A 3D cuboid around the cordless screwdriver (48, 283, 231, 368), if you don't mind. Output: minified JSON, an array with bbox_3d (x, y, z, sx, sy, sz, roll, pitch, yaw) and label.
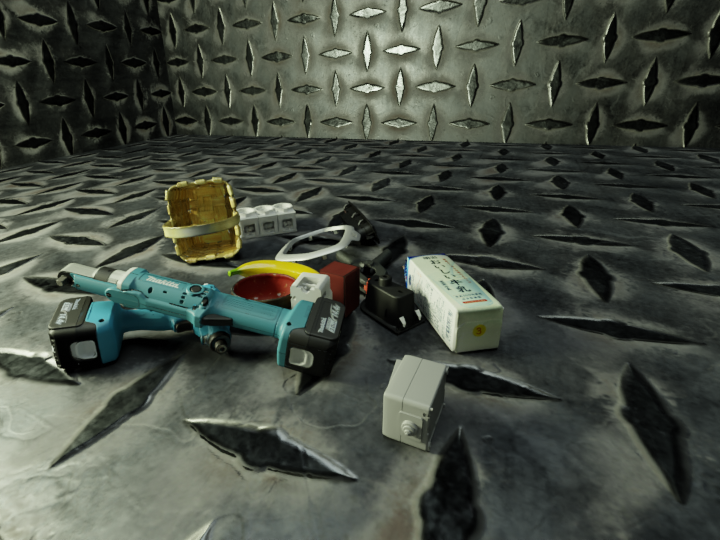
[{"bbox_3d":[-0.323,0.090,0.640,0.241,0.073,0.168,-8,29,-22],"label":"cordless screwdriver"}]

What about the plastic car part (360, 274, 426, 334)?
[{"bbox_3d":[0.046,0.045,0.709,0.064,0.069,0.123,-17,31,-35],"label":"plastic car part"}]

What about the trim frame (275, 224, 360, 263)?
[{"bbox_3d":[-0.092,-0.060,0.944,0.187,0.027,0.250,-13,16,8],"label":"trim frame"}]

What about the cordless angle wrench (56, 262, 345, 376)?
[{"bbox_3d":[-0.237,0.049,0.612,0.428,0.073,0.099,13,33,6],"label":"cordless angle wrench"}]

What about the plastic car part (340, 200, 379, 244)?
[{"bbox_3d":[-0.010,-0.116,1.068,0.066,0.064,0.212,-22,28,-12],"label":"plastic car part"}]
